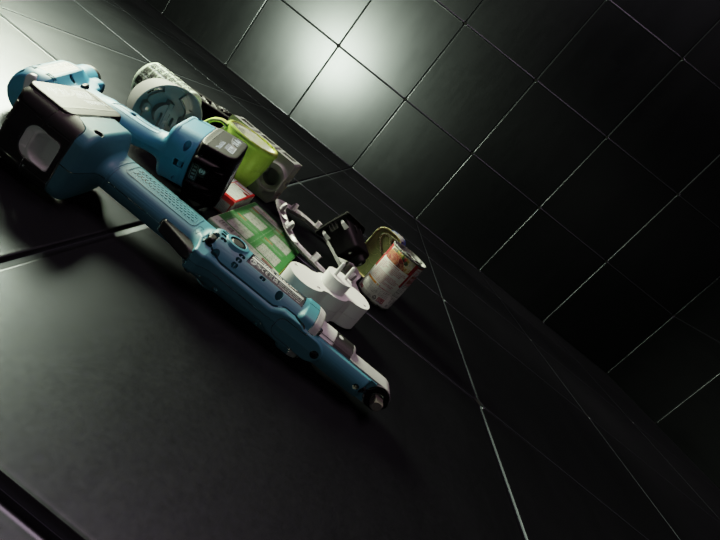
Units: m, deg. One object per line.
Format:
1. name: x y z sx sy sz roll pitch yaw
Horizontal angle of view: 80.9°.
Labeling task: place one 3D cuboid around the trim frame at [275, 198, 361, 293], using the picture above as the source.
1. trim frame: -0.071 -0.046 0.723 0.175 0.027 0.260 40 10 -31

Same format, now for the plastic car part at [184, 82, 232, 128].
1. plastic car part: -0.351 -0.350 0.894 0.192 0.067 0.070 16 21 -49

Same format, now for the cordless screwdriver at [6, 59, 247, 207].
1. cordless screwdriver: -0.269 -0.183 0.529 0.241 0.074 0.164 25 26 -17

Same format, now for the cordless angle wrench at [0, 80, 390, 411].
1. cordless angle wrench: -0.134 -0.008 0.404 0.419 0.074 0.098 40 15 -5

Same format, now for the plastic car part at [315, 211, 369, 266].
1. plastic car part: -0.016 -0.043 0.726 0.111 0.067 0.073 32 32 -62
